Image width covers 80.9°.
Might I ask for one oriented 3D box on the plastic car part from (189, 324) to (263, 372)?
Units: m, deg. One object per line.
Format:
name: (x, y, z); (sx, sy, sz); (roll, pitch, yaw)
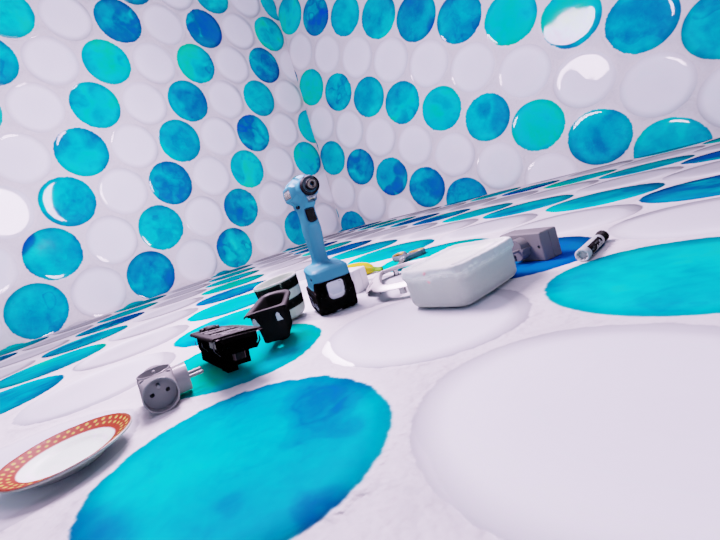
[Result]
plastic car part: (-0.196, 0.107, 0.608); (0.064, 0.066, 0.211); (-20, 9, -31)

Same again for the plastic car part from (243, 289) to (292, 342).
plastic car part: (-0.132, 0.076, 0.667); (0.066, 0.070, 0.117); (-17, 7, 2)

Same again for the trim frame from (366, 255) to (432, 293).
trim frame: (0.097, 0.007, 0.806); (0.186, 0.027, 0.249); (-16, 9, 5)

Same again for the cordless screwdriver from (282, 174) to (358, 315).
cordless screwdriver: (-0.073, -0.048, 0.749); (0.073, 0.247, 0.163); (-18, 5, -16)
